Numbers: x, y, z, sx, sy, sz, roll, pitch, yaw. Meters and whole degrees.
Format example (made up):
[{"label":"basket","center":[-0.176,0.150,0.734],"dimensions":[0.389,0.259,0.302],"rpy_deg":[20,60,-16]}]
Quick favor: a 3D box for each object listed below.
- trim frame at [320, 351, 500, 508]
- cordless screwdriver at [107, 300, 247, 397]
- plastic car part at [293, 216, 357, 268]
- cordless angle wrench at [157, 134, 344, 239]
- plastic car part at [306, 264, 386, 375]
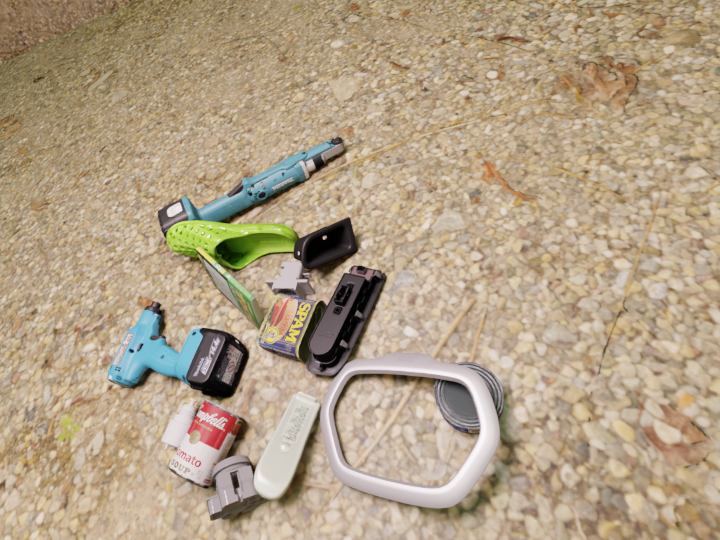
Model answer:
[{"label":"trim frame","center":[0.051,0.194,0.551],"dimensions":[0.259,0.026,0.187],"rpy_deg":[-7,58,34]},{"label":"cordless screwdriver","center":[-0.317,0.130,0.739],"dimensions":[0.258,0.070,0.162],"rpy_deg":[-1,57,24]},{"label":"plastic car part","center":[-0.074,-0.048,0.758],"dimensions":[0.113,0.064,0.074],"rpy_deg":[-24,20,-28]},{"label":"cordless angle wrench","center":[-0.221,-0.177,0.908],"dimensions":[0.421,0.093,0.078],"rpy_deg":[-29,53,-5]},{"label":"plastic car part","center":[-0.026,0.069,0.669],"dimensions":[0.069,0.064,0.204],"rpy_deg":[14,63,22]}]
